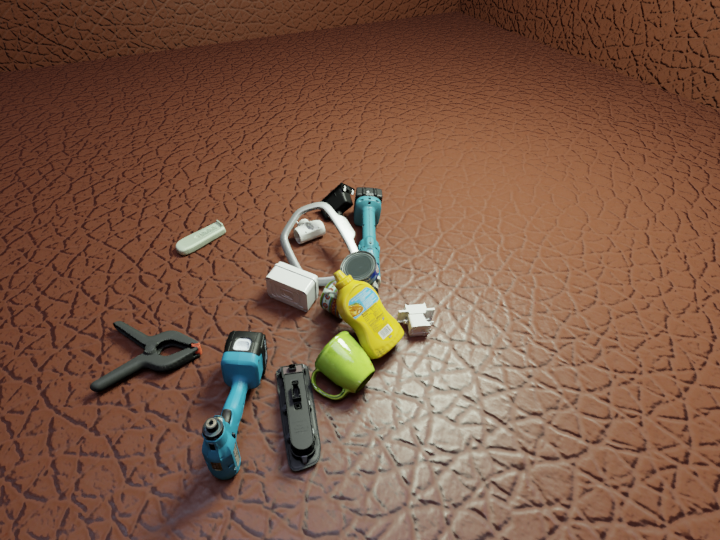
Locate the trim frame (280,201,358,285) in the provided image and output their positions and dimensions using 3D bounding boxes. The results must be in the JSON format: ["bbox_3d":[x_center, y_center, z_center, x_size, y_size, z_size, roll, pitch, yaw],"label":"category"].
[{"bbox_3d":[-0.105,-0.069,1.075,0.185,0.026,0.260,-34,59,4],"label":"trim frame"}]

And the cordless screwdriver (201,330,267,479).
[{"bbox_3d":[-0.225,0.214,0.750,0.074,0.154,0.256,3,42,-1],"label":"cordless screwdriver"}]

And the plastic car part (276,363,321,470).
[{"bbox_3d":[-0.113,0.254,0.779,0.065,0.065,0.212,-3,46,-15],"label":"plastic car part"}]

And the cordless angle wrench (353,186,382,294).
[{"bbox_3d":[0.021,-0.051,1.073,0.074,0.095,0.435,4,47,-4],"label":"cordless angle wrench"}]

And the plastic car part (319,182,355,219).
[{"bbox_3d":[-0.066,-0.186,1.215,0.062,0.118,0.074,17,42,-49],"label":"plastic car part"}]
